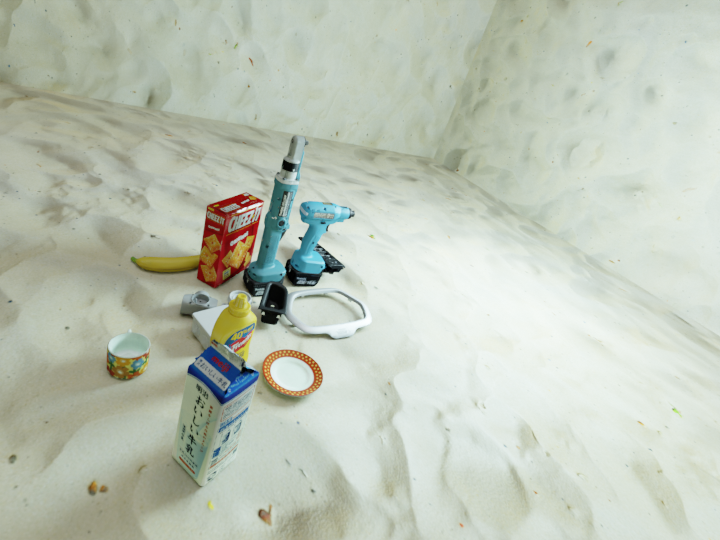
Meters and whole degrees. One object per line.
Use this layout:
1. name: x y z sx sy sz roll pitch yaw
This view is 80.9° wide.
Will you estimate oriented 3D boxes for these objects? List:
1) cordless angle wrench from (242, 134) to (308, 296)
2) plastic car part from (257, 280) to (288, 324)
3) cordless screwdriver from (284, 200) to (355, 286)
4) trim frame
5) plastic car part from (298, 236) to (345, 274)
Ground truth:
1. cordless angle wrench: -0.204 -0.127 1.043 0.094 0.418 0.078 -1 33 -35
2. plastic car part: -0.212 0.087 1.021 0.065 0.070 0.120 14 27 -10
3. cordless screwdriver: -0.116 -0.076 1.183 0.152 0.246 0.078 2 32 -31
4. trim frame: -0.086 0.106 1.103 0.238 0.027 0.195 -3 34 -33
5. plastic car part: -0.131 -0.042 1.308 0.063 0.066 0.215 -4 34 -37
